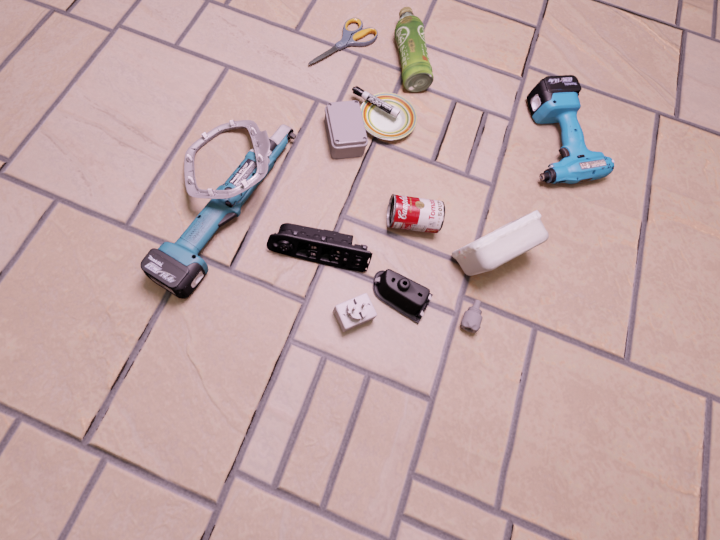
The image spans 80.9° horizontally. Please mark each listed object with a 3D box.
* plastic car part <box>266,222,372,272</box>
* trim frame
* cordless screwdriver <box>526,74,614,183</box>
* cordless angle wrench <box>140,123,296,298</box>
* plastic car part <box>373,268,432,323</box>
[{"bbox_3d":[-0.080,-0.052,0.820,0.203,0.065,0.068,8,60,-1],"label":"plastic car part"},{"bbox_3d":[-0.268,-0.230,0.847,0.184,0.026,0.260,-20,49,0],"label":"trim frame"},{"bbox_3d":[0.443,-0.310,0.947,0.157,0.074,0.254,-11,75,-9],"label":"cordless screwdriver"},{"bbox_3d":[-0.259,-0.143,0.839,0.099,0.073,0.423,29,68,4],"label":"cordless angle wrench"},{"bbox_3d":[0.081,0.037,0.792,0.117,0.070,0.066,31,69,3],"label":"plastic car part"}]
